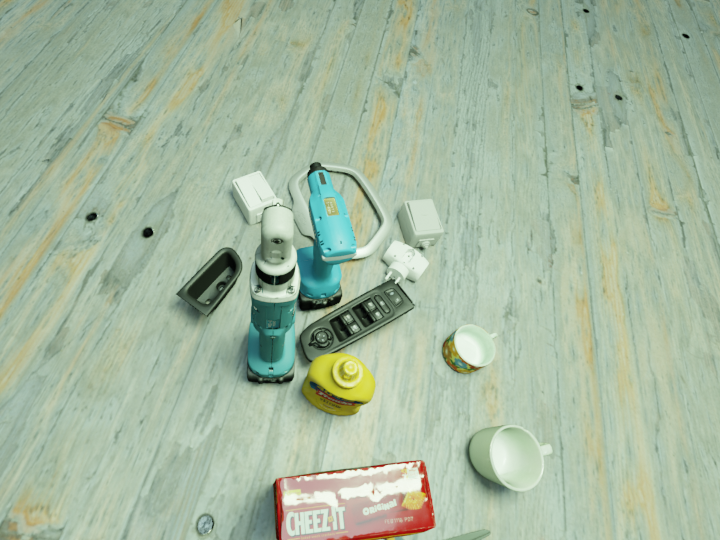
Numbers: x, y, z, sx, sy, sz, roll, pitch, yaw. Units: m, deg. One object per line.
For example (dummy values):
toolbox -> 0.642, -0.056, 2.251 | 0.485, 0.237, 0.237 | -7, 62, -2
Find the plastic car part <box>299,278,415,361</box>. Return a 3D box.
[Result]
plastic car part -> -0.012, 0.090, 0.716 | 0.199, 0.066, 0.069 | -26, 69, -20

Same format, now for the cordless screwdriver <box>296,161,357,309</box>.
cordless screwdriver -> -0.067, -0.044, 0.681 | 0.073, 0.245, 0.165 | -8, 65, -16

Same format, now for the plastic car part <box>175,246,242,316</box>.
plastic car part -> -0.244, 0.025, 0.721 | 0.067, 0.070, 0.116 | 32, 62, 7

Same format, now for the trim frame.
trim frame -> -0.045, -0.128, 0.855 | 0.180, 0.027, 0.258 | -21, 66, -18

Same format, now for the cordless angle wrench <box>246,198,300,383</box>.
cordless angle wrench -> -0.108, 0.052, 0.523 | 0.073, 0.417, 0.101 | 2, 63, -11
